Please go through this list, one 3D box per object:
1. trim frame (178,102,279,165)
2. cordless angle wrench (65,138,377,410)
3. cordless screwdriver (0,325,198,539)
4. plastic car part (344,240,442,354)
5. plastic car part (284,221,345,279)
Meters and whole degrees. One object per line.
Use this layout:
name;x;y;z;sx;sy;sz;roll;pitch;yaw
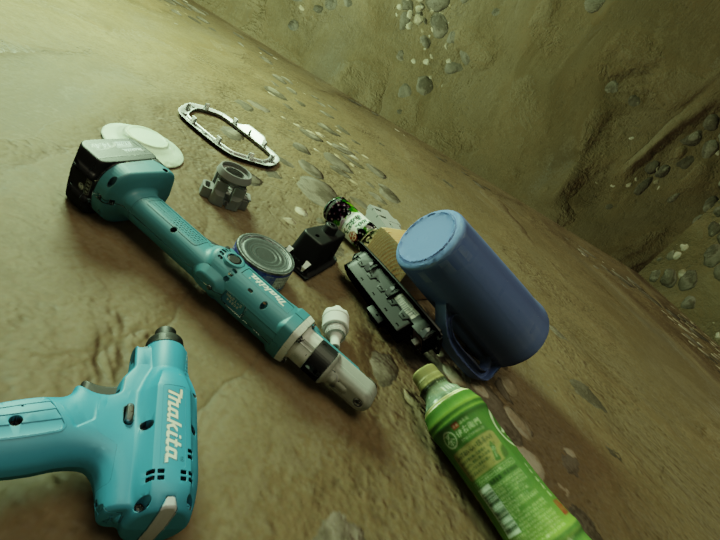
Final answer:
trim frame;-0.282;-0.300;0.916;0.256;0.027;0.179;38;25;15
cordless angle wrench;-0.153;0.005;0.476;0.431;0.074;0.096;39;26;9
cordless screwdriver;-0.223;0.076;0.266;0.236;0.074;0.167;21;27;-32
plastic car part;0.036;0.042;0.627;0.213;0.067;0.063;56;-7;36
plastic car part;-0.064;-0.042;0.652;0.068;0.071;0.113;41;30;12
